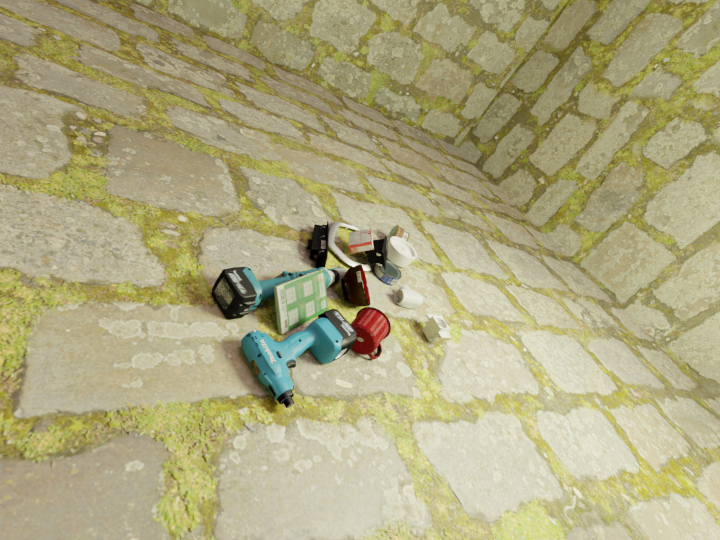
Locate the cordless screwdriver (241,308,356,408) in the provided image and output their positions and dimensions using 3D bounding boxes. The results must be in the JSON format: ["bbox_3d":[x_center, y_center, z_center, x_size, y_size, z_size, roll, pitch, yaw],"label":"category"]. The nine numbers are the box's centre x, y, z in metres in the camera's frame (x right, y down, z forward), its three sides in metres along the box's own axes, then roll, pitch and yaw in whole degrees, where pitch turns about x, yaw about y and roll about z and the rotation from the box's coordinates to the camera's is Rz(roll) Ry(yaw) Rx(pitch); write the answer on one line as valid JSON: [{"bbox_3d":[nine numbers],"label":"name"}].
[{"bbox_3d":[-0.109,0.174,0.871,0.238,0.074,0.166,-11,52,-45],"label":"cordless screwdriver"}]

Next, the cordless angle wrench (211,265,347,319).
[{"bbox_3d":[-0.161,0.030,1.035,0.102,0.074,0.405,49,31,22],"label":"cordless angle wrench"}]

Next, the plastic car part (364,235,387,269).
[{"bbox_3d":[0.048,-0.060,1.321,0.072,0.064,0.118,-4,31,9],"label":"plastic car part"}]

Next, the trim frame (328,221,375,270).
[{"bbox_3d":[-0.023,-0.081,1.366,0.182,0.027,0.252,27,29,-8],"label":"trim frame"}]

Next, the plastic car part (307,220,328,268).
[{"bbox_3d":[-0.122,-0.080,1.244,0.067,0.064,0.208,5,35,0],"label":"plastic car part"}]
